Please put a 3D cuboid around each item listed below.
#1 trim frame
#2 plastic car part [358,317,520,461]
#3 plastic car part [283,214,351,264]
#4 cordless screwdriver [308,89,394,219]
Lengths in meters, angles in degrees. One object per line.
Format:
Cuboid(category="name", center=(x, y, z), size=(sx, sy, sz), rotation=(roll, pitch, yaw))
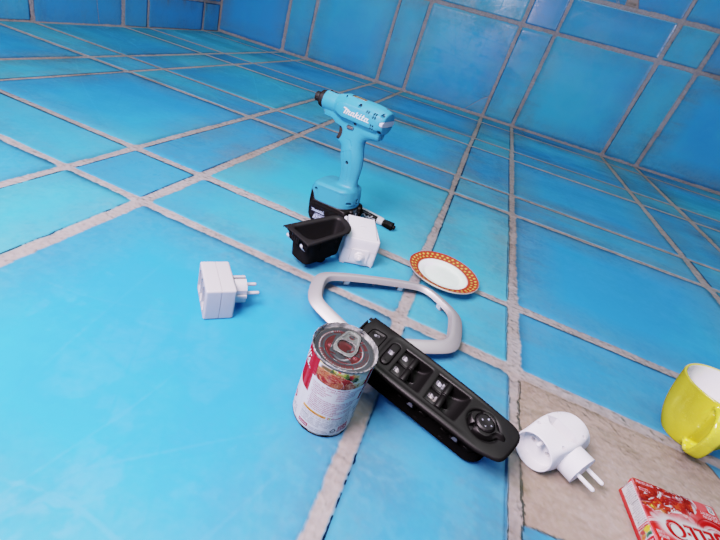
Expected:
Cuboid(category="trim frame", center=(0.040, 0.057, 0.635), size=(0.241, 0.027, 0.192), rotation=(5, 33, -18))
Cuboid(category="plastic car part", center=(0.071, 0.143, 0.477), size=(0.212, 0.066, 0.064), rotation=(31, 33, 23))
Cuboid(category="plastic car part", center=(-0.069, -0.045, 0.707), size=(0.112, 0.070, 0.069), rotation=(-16, 44, -42))
Cuboid(category="cordless screwdriver", center=(-0.045, -0.212, 0.814), size=(0.166, 0.245, 0.072), rotation=(32, 33, 21))
